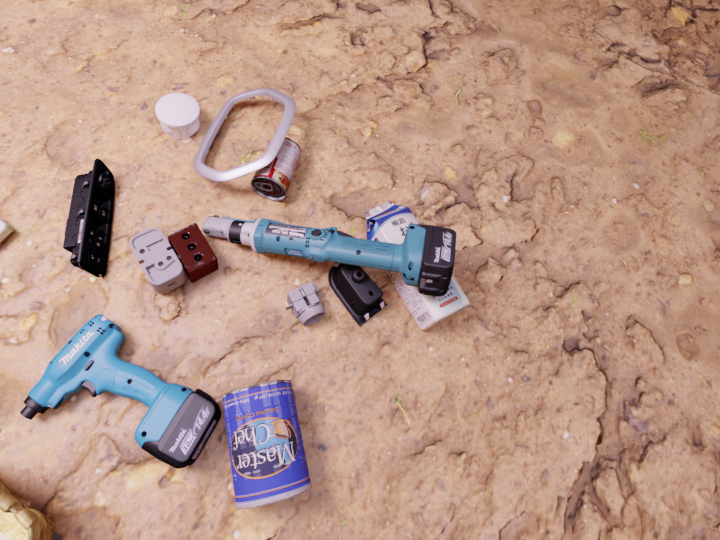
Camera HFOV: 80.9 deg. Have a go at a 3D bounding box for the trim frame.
[{"bbox_3d":[-0.221,-0.263,0.802,0.190,0.026,0.252,5,62,17],"label":"trim frame"}]

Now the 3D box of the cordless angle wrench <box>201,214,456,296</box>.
[{"bbox_3d":[-0.068,-0.044,0.694,0.433,0.071,0.099,9,50,13],"label":"cordless angle wrench"}]

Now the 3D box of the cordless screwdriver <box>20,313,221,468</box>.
[{"bbox_3d":[-0.330,0.188,0.590,0.253,0.073,0.159,30,64,8],"label":"cordless screwdriver"}]

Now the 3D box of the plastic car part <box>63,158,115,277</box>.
[{"bbox_3d":[-0.452,-0.089,0.705,0.068,0.063,0.208,-9,67,12],"label":"plastic car part"}]

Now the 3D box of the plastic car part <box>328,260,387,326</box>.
[{"bbox_3d":[-0.006,0.025,0.722,0.065,0.071,0.119,-34,80,-24],"label":"plastic car part"}]
